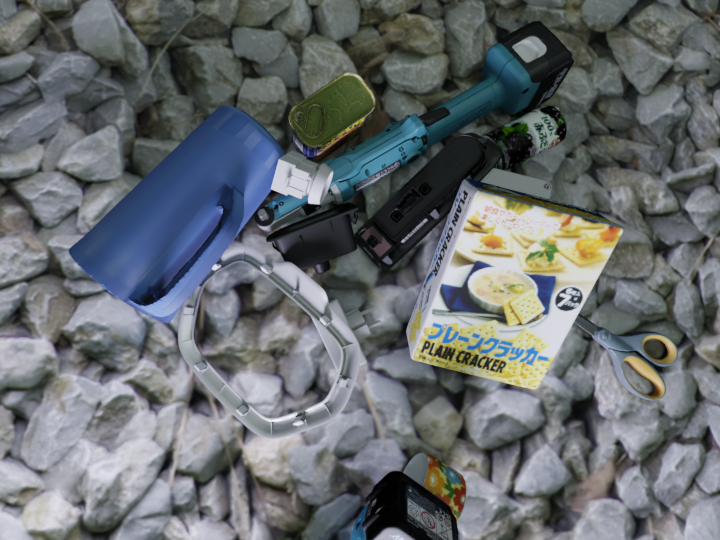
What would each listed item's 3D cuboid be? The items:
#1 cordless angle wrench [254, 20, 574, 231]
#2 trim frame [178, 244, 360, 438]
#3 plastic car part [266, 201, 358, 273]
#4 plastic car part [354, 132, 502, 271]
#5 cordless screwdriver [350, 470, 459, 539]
[{"bbox_3d":[0.054,-0.163,0.536,0.423,0.095,0.076,-30,76,0],"label":"cordless angle wrench"},{"bbox_3d":[-0.117,0.078,0.501,0.257,0.026,0.184,39,91,19],"label":"trim frame"},{"bbox_3d":[-0.052,-0.034,0.534,0.116,0.067,0.069,-24,103,-2],"label":"plastic car part"},{"bbox_3d":[0.075,-0.092,0.509,0.204,0.064,0.069,-42,66,9],"label":"plastic car part"},{"bbox_3d":[0.010,0.348,0.458,0.159,0.074,0.250,41,108,0],"label":"cordless screwdriver"}]
